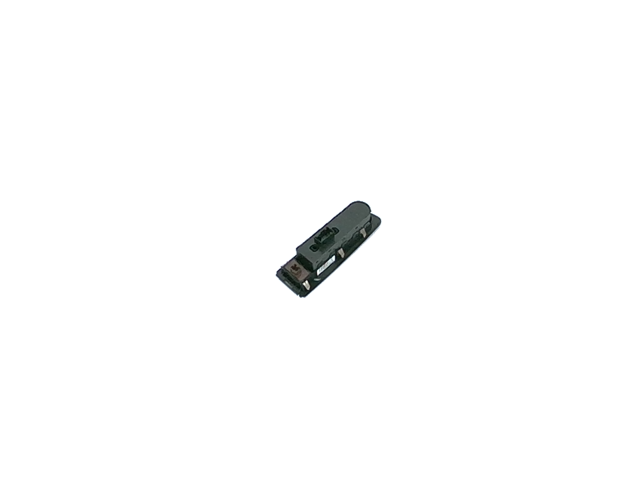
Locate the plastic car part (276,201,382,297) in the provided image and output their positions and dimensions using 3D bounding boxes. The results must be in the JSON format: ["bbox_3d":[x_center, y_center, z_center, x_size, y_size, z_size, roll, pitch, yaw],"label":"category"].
[{"bbox_3d":[0.019,-0.001,0.693,0.202,0.067,0.066,-38,53,-26],"label":"plastic car part"}]
